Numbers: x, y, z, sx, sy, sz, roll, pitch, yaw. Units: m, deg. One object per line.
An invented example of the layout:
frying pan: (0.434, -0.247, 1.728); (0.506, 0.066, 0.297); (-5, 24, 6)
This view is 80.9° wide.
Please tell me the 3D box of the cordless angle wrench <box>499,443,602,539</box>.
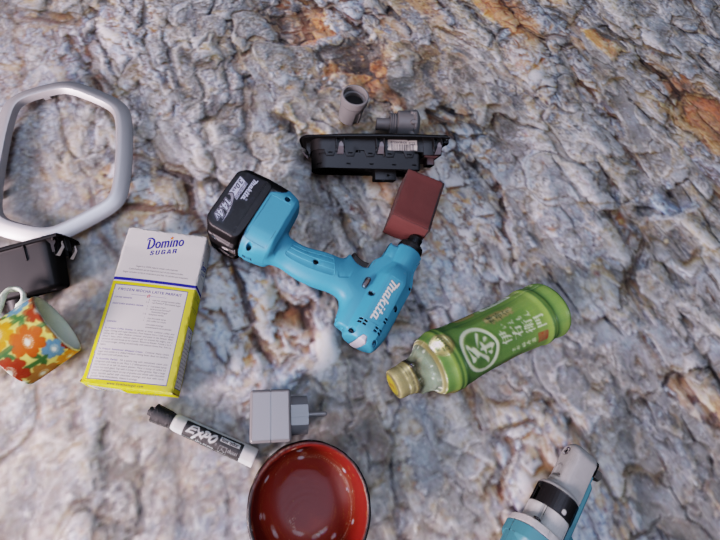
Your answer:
cordless angle wrench: (0.113, 0.336, 0.376); (0.100, 0.074, 0.419); (39, 65, 7)

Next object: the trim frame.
trim frame: (-0.389, -0.146, 0.543); (0.181, 0.027, 0.255); (-6, 69, -11)

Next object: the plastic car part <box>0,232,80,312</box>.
plastic car part: (-0.373, 0.009, 0.463); (0.115, 0.066, 0.071); (-21, 87, -13)

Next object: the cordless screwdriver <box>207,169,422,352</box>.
cordless screwdriver: (-0.050, -0.033, 0.513); (0.250, 0.074, 0.159); (33, 66, 2)

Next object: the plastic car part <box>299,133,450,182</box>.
plastic car part: (0.014, -0.156, 0.585); (0.200, 0.067, 0.067); (3, 93, -8)
